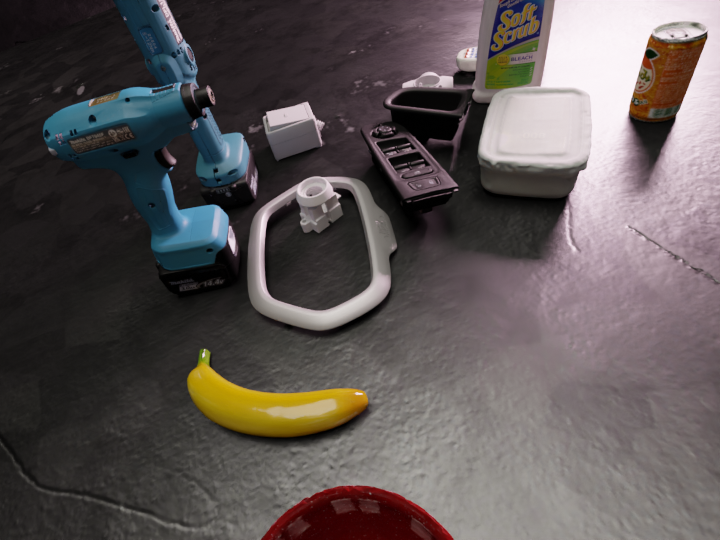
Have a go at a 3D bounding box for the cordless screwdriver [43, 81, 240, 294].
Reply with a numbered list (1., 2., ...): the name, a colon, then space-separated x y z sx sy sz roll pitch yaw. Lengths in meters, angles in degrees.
1. cordless screwdriver: -0.197 -0.082 0.468 0.160 0.237 0.077 -12 47 5

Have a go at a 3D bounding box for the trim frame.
1. trim frame: -0.051 -0.033 0.523 0.186 0.026 0.258 -15 47 5

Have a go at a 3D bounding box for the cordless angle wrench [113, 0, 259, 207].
1. cordless angle wrench: -0.232 -0.257 0.517 0.075 0.404 0.101 -10 48 5

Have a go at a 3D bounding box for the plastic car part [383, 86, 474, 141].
1. plastic car part: 0.096 -0.219 0.609 0.122 0.068 0.066 13 54 26

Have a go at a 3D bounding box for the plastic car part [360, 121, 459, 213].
1. plastic car part: 0.055 -0.135 0.552 0.066 0.064 0.212 -20 47 -2
